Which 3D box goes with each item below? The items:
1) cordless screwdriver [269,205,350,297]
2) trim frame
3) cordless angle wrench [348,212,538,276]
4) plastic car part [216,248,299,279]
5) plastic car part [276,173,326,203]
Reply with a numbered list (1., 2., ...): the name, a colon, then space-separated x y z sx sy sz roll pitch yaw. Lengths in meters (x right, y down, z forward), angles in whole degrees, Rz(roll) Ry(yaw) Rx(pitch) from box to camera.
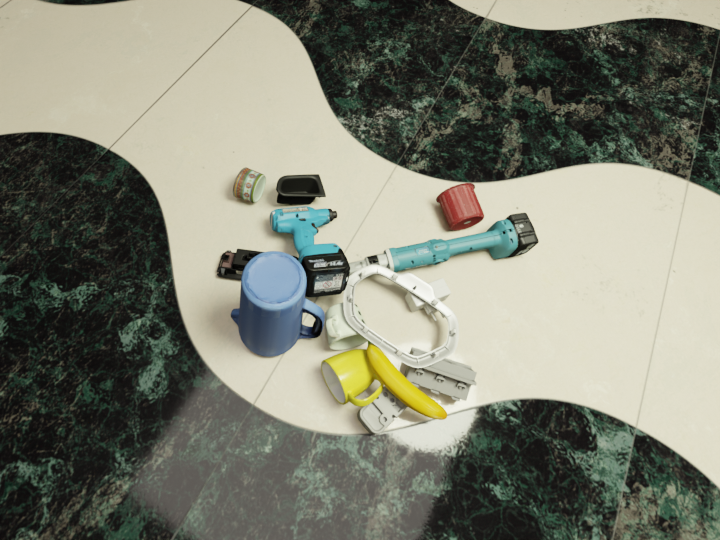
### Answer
1. cordless screwdriver: -0.088 -0.058 0.905 0.155 0.072 0.262 -9 42 -22
2. trim frame: 0.079 0.081 0.836 0.255 0.027 0.182 31 54 14
3. cordless angle wrench: 0.165 -0.041 0.933 0.421 0.096 0.076 -11 71 -3
4. plastic car part: -0.211 -0.014 0.927 0.203 0.065 0.068 10 50 -1
5. plastic car part: -0.152 -0.183 1.001 0.113 0.071 0.068 -7 65 -24
